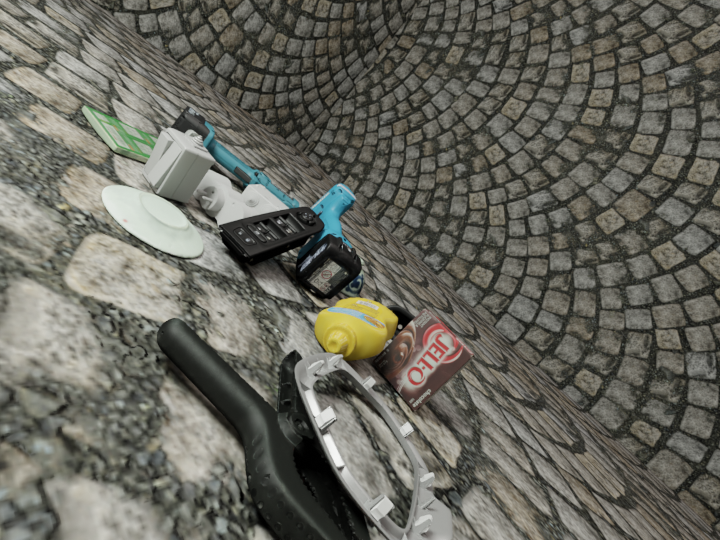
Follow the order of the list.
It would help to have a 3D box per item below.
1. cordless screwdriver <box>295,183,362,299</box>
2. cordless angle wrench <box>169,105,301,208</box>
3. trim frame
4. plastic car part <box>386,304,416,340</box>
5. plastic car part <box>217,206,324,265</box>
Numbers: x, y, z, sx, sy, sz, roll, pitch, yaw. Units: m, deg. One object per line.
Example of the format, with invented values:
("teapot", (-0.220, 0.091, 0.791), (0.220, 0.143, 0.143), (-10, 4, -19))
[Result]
("cordless screwdriver", (-0.076, -0.050, 0.777), (0.071, 0.161, 0.256), (38, 26, -26))
("cordless angle wrench", (-0.231, -0.193, 0.947), (0.404, 0.074, 0.102), (37, 11, -26))
("trim frame", (0.015, 0.151, 0.389), (0.190, 0.027, 0.241), (51, 2, 15))
("plastic car part", (0.084, 0.114, 0.813), (0.120, 0.066, 0.069), (40, -5, 13))
("plastic car part", (-0.128, -0.051, 0.647), (0.069, 0.066, 0.197), (36, 36, 17))
